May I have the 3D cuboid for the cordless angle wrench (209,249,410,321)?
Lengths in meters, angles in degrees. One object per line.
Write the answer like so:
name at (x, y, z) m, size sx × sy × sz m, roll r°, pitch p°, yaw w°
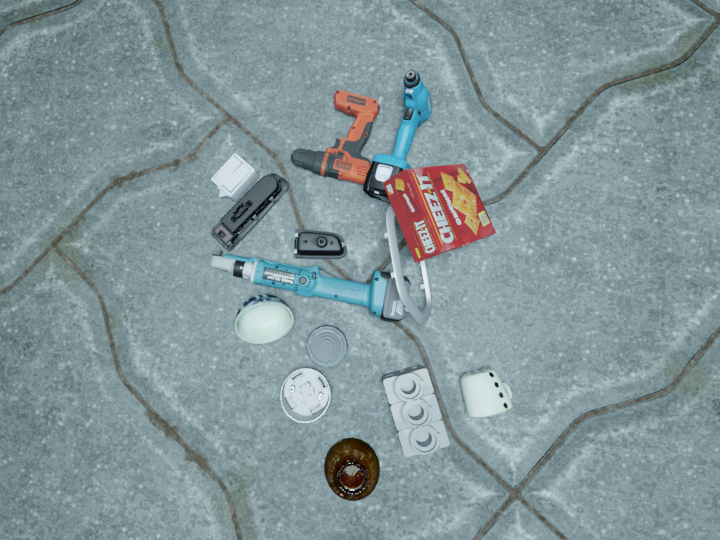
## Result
cordless angle wrench at (-0.115, 0.021, 0.886) m, size 0.429 × 0.073 × 0.098 m, roll 11°, pitch 84°, yaw 7°

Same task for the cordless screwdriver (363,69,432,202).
cordless screwdriver at (0.080, -0.267, 0.864) m, size 0.077 × 0.153 × 0.249 m, roll 19°, pitch 86°, yaw 18°

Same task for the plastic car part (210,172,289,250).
plastic car part at (-0.244, -0.139, 0.920) m, size 0.068 × 0.065 × 0.202 m, roll 43°, pitch 84°, yaw 12°

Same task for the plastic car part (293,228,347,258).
plastic car part at (-0.087, -0.057, 0.892) m, size 0.118 × 0.070 × 0.066 m, roll 3°, pitch 86°, yaw 5°

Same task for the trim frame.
trim frame at (0.095, -0.020, 0.823) m, size 0.028 × 0.175 × 0.253 m, roll -18°, pitch 74°, yaw 28°
